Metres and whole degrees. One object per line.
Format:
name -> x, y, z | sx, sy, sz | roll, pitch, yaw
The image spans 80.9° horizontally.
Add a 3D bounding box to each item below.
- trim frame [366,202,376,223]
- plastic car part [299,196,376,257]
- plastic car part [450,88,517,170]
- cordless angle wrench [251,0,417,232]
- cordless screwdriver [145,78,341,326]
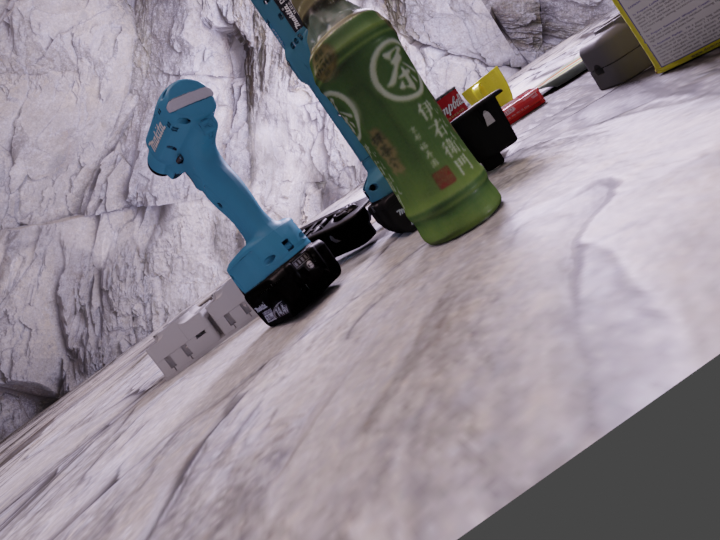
trim frame -> 0.044, -0.112, 0.691 | 0.187, 0.027, 0.248 | -31, 12, 20
plastic car part -> -0.056, -0.036, 0.569 | 0.209, 0.066, 0.065 | -26, 13, 42
plastic car part -> 0.126, -0.142, 0.465 | 0.066, 0.070, 0.118 | -36, 10, -5
cordless angle wrench -> -0.046, -0.232, 0.443 | 0.098, 0.419, 0.075 | -35, 5, -3
cordless screwdriver -> -0.142, -0.059, 0.454 | 0.073, 0.246, 0.164 | -39, 8, -35
